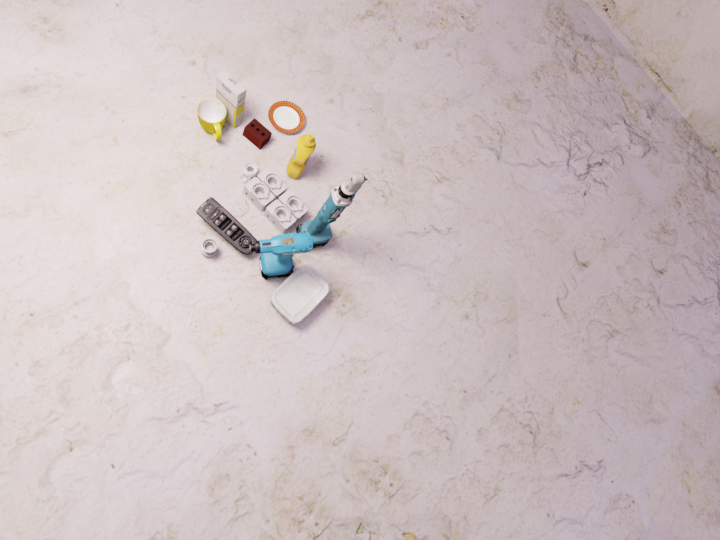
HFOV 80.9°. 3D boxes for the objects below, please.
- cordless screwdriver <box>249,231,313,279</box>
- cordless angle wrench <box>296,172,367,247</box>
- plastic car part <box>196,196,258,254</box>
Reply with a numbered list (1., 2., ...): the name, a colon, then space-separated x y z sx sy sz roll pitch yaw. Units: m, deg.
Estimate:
1. cordless screwdriver: -0.237 -0.039 1.158 0.154 0.251 0.076 -6 77 -22
2. cordless angle wrench: -0.083 -0.158 1.151 0.095 0.428 0.076 -10 79 -24
3. plastic car part: -0.387 -0.119 1.241 0.203 0.067 0.066 41 64 -1
